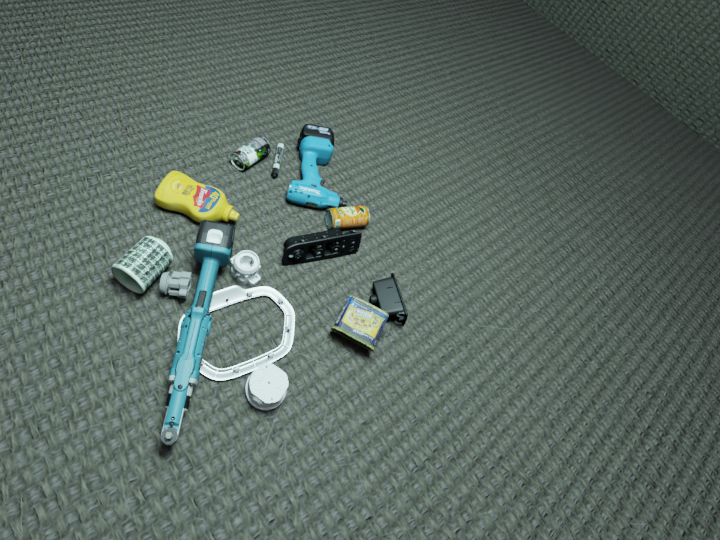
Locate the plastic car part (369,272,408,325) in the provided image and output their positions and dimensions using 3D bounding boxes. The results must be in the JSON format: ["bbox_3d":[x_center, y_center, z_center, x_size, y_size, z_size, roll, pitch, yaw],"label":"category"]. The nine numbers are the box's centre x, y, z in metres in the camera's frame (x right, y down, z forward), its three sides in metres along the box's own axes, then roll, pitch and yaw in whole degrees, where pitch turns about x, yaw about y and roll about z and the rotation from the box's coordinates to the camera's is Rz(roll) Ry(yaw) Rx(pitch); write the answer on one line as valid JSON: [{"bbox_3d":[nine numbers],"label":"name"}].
[{"bbox_3d":[0.059,0.069,0.980,0.070,0.064,0.121,-13,59,-9],"label":"plastic car part"}]

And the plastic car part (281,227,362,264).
[{"bbox_3d":[-0.099,-0.065,1.016,0.197,0.065,0.070,-16,56,-25],"label":"plastic car part"}]

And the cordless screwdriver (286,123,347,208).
[{"bbox_3d":[-0.107,-0.275,1.146,0.156,0.074,0.255,10,60,-11],"label":"cordless screwdriver"}]

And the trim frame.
[{"bbox_3d":[-0.250,0.119,0.874,0.242,0.027,0.191,-19,64,-24],"label":"trim frame"}]

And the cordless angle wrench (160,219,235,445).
[{"bbox_3d":[-0.314,0.102,0.808,0.073,0.097,0.433,10,60,-13],"label":"cordless angle wrench"}]
